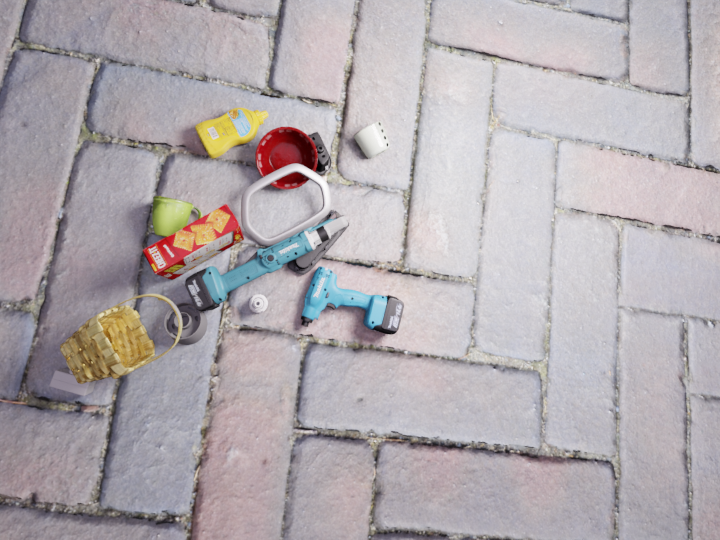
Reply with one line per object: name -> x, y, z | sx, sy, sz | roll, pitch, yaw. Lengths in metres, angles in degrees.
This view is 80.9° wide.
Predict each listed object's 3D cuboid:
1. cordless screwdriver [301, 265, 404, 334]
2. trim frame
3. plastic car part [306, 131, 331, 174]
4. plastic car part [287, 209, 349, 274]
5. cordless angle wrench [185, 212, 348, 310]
cordless screwdriver -> -0.024, 0.104, 1.091 | 0.249, 0.074, 0.160 | 21, 80, 0
trim frame -> -0.196, -0.168, 1.106 | 0.248, 0.028, 0.180 | -30, 102, -2
plastic car part -> -0.115, -0.325, 1.142 | 0.065, 0.071, 0.118 | -28, 85, -10
plastic car part -> -0.109, -0.071, 1.113 | 0.065, 0.068, 0.202 | 41, 82, -10
cordless angle wrench -> -0.223, -0.030, 1.052 | 0.422, 0.074, 0.099 | -27, 85, -2
